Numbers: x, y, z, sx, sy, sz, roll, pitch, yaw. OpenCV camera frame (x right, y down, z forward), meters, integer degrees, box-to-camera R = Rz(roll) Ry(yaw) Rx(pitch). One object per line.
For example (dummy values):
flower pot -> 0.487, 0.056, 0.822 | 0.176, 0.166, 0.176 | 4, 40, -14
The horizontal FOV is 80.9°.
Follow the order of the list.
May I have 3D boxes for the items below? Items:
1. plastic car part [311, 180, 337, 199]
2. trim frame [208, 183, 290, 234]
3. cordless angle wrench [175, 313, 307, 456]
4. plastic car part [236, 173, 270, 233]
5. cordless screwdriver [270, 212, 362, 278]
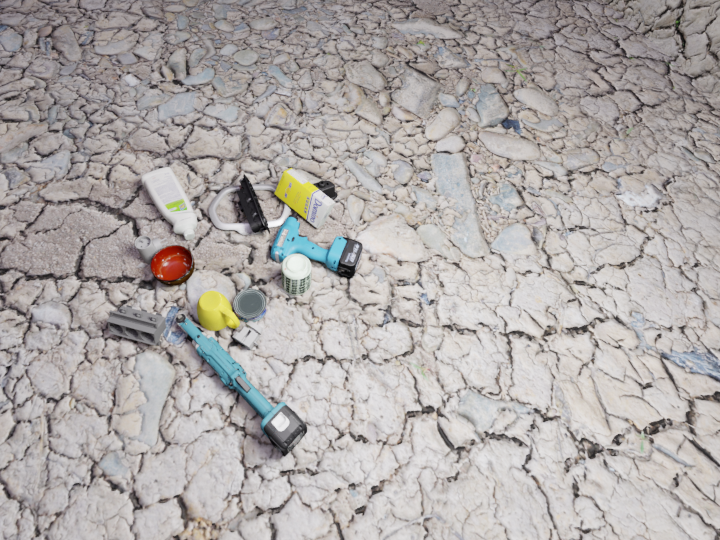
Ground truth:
plastic car part -> -0.128, -0.247, 1.309 | 0.115, 0.069, 0.069 | -22, 65, -14
trim frame -> -0.336, -0.189, 1.287 | 0.245, 0.027, 0.191 | -5, 58, -9
cordless angle wrench -> -0.300, 0.244, 0.992 | 0.441, 0.095, 0.073 | 37, 62, 22
plastic car part -> -0.321, -0.187, 1.240 | 0.066, 0.064, 0.211 | -26, 64, -9
cordless screwdriver -> -0.118, -0.077, 1.205 | 0.253, 0.072, 0.161 | 13, 60, 8
